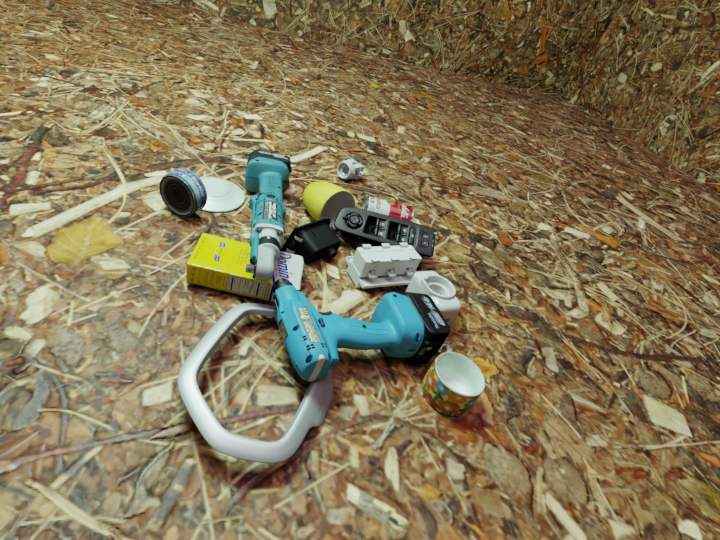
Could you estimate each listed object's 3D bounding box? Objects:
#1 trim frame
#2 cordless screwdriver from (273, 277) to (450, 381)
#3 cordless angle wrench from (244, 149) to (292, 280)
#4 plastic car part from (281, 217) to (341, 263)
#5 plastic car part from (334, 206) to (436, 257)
[{"bbox_3d":[-0.120,0.128,0.544,0.185,0.027,0.249,25,31,1],"label":"trim frame"},{"bbox_3d":[-0.004,0.070,0.623,0.239,0.073,0.167,0,41,-30],"label":"cordless screwdriver"},{"bbox_3d":[-0.170,-0.113,0.774,0.096,0.073,0.439,7,32,-15],"label":"cordless angle wrench"},{"bbox_3d":[-0.077,-0.050,0.789,0.112,0.066,0.073,-22,68,-45],"label":"plastic car part"},{"bbox_3d":[0.044,-0.076,0.851,0.201,0.067,0.067,16,73,-6],"label":"plastic car part"}]
